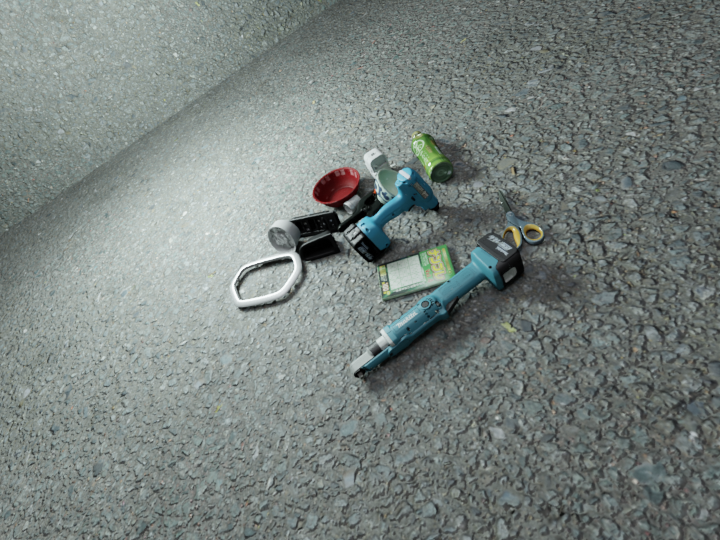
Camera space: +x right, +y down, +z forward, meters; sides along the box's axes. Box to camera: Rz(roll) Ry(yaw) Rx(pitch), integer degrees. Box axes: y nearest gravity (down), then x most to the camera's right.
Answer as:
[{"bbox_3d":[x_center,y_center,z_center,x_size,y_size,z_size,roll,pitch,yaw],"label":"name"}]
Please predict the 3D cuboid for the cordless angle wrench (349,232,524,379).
[{"bbox_3d":[0.148,0.085,0.896,0.423,0.070,0.103,-38,43,0],"label":"cordless angle wrench"}]

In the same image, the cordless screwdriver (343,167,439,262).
[{"bbox_3d":[0.086,-0.129,1.091,0.249,0.150,0.078,-46,39,9],"label":"cordless screwdriver"}]

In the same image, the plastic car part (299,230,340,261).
[{"bbox_3d":[-0.118,-0.077,1.209,0.120,0.063,0.072,-16,31,22],"label":"plastic car part"}]

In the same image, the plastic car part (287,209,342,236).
[{"bbox_3d":[-0.151,-0.146,1.281,0.209,0.063,0.068,-10,38,24],"label":"plastic car part"}]

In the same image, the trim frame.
[{"bbox_3d":[-0.278,0.023,1.234,0.255,0.026,0.189,-16,48,22],"label":"trim frame"}]
